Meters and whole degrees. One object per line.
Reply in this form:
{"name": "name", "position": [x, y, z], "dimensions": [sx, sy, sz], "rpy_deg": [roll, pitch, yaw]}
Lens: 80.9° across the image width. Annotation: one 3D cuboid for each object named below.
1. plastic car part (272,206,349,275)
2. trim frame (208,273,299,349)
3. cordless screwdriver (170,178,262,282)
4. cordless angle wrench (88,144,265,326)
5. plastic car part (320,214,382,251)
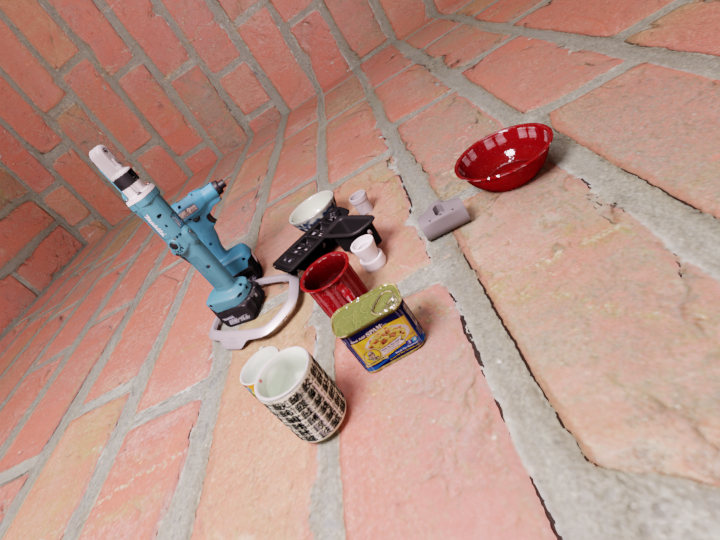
{"name": "plastic car part", "position": [-0.085, -0.056, 0.873], "dimensions": [0.070, 0.064, 0.202], "rpy_deg": [6, 50, 50]}
{"name": "trim frame", "position": [-0.217, 0.079, 0.858], "dimensions": [0.259, 0.026, 0.185], "rpy_deg": [-9, 40, 38]}
{"name": "cordless screwdriver", "position": [-0.307, -0.074, 0.951], "dimensions": [0.159, 0.238, 0.077], "rpy_deg": [-35, 27, 2]}
{"name": "cordless angle wrench", "position": [-0.343, -0.060, 0.803], "dimensions": [0.101, 0.405, 0.075], "rpy_deg": [-20, 31, 27]}
{"name": "plastic car part", "position": [-0.008, -0.063, 0.801], "dimensions": [0.122, 0.068, 0.065], "rpy_deg": [8, 51, 51]}
